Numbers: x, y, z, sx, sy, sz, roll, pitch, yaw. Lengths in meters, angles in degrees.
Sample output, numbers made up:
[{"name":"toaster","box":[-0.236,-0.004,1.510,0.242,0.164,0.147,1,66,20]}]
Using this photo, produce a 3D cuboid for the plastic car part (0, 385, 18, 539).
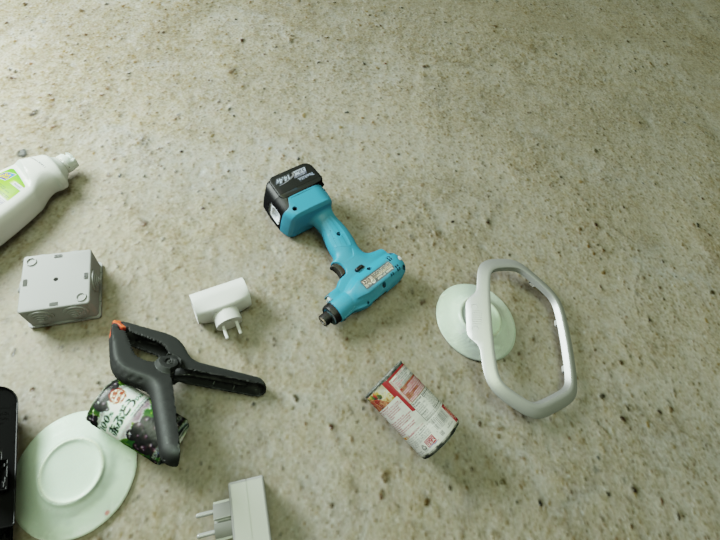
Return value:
[{"name":"plastic car part","box":[-0.388,0.207,0.435,0.063,0.067,0.213,14,35,-48]}]

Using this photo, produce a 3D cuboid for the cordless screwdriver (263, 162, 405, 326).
[{"name":"cordless screwdriver","box":[-0.065,-0.042,0.660,0.156,0.073,0.256,-35,74,-27]}]

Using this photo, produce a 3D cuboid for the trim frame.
[{"name":"trim frame","box":[0.243,0.092,0.637,0.179,0.028,0.254,16,59,-15]}]
